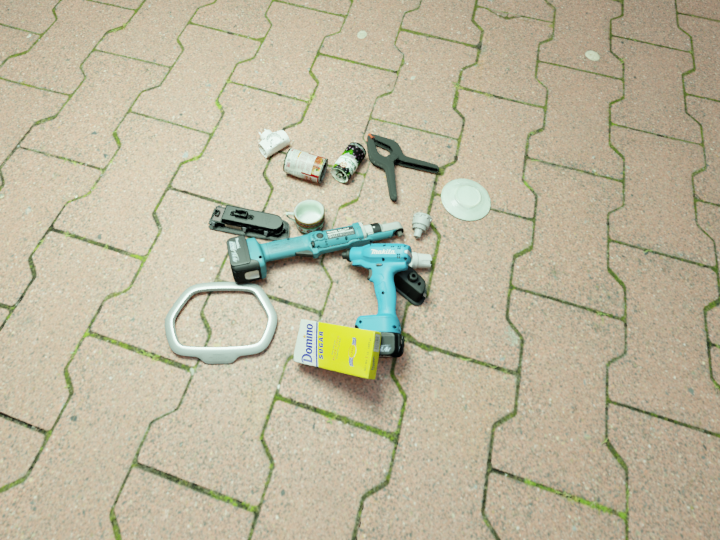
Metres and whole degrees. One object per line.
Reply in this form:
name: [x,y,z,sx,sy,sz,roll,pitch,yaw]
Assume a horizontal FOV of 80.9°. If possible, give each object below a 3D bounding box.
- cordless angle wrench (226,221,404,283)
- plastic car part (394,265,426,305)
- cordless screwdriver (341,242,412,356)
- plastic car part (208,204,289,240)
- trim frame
cordless angle wrench: [-0.098,-0.064,1.004,0.416,0.072,0.102,-13,56,-11]
plastic car part: [0.109,0.019,0.970,0.121,0.069,0.065,41,71,18]
cordless screwdriver: [0.025,0.061,0.924,0.165,0.071,0.252,-1,73,24]
plastic car part: [-0.271,-0.124,1.036,0.204,0.066,0.067,13,59,1]
trim frame: [-0.310,0.112,0.940,0.247,0.027,0.189,-2,64,-4]
